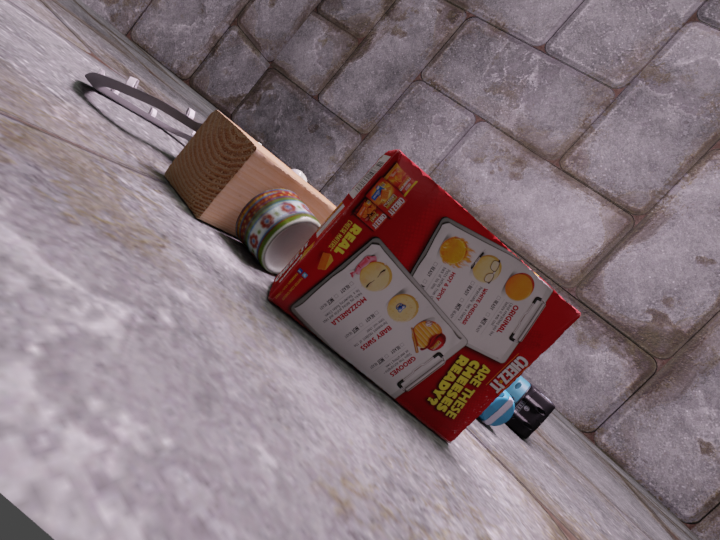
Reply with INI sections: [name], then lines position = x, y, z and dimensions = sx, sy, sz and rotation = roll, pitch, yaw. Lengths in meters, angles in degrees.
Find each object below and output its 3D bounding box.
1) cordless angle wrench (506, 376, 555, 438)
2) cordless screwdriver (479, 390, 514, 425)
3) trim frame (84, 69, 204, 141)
[cordless angle wrench]
position = 0.150, 0.119, 0.800
dimensions = 0.442, 0.074, 0.093
rotation = 41, 6, 25
[cordless screwdriver]
position = 0.100, 0.099, 0.608
dimensions = 0.242, 0.074, 0.163
rotation = 44, 5, -15
[trim frame]
position = -0.257, -0.210, 0.584
dimensions = 0.191, 0.027, 0.240
rotation = 25, 0, 17
